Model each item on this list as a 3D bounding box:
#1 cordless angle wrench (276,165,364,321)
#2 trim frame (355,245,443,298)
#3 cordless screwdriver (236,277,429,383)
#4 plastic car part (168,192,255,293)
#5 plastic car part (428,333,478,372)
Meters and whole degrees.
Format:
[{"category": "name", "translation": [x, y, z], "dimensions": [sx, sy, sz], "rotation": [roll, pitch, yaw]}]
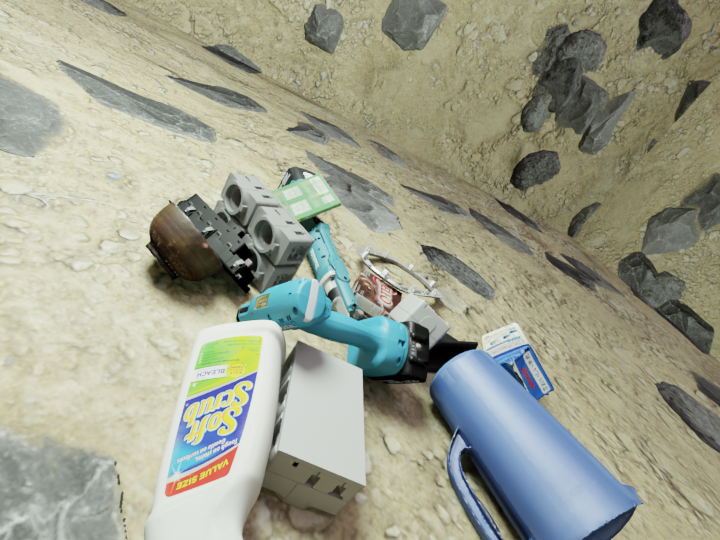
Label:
[{"category": "cordless angle wrench", "translation": [-0.079, -0.051, 0.804], "dimensions": [0.071, 0.098, 0.444], "rotation": [15, 33, -34]}, {"category": "trim frame", "translation": [0.087, 0.005, 0.899], "dimensions": [0.194, 0.027, 0.235], "rotation": [44, 17, 35]}, {"category": "cordless screwdriver", "translation": [-0.035, 0.085, 0.562], "dimensions": [0.236, 0.165, 0.075], "rotation": [28, 60, -32]}, {"category": "plastic car part", "translation": [-0.224, -0.057, 0.646], "dimensions": [0.212, 0.067, 0.063], "rotation": [38, -10, 25]}, {"category": "plastic car part", "translation": [0.128, 0.131, 0.722], "dimensions": [0.111, 0.065, 0.075], "rotation": [12, 16, -29]}]
